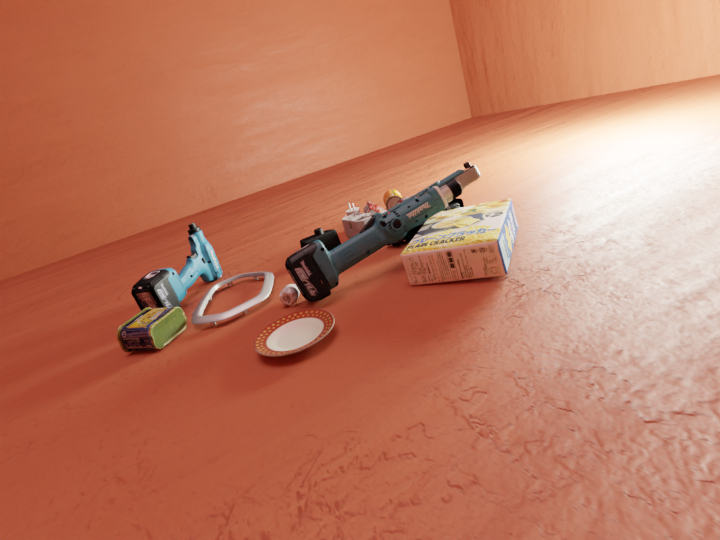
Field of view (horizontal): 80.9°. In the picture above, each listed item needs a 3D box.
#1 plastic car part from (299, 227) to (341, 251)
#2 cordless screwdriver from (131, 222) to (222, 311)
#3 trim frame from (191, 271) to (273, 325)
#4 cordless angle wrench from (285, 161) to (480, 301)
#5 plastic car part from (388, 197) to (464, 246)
[{"bbox_3d":[-0.100,-0.065,1.023,0.114,0.069,0.069,-27,22,-19],"label":"plastic car part"},{"bbox_3d":[-0.435,-0.005,1.015,0.077,0.155,0.248,-10,22,22],"label":"cordless screwdriver"},{"bbox_3d":[-0.276,0.055,0.916,0.184,0.027,0.255,-17,22,-1],"label":"trim frame"},{"bbox_3d":[0.058,-0.087,0.803,0.419,0.097,0.075,-32,5,-10],"label":"cordless angle wrench"},{"bbox_3d":[0.153,-0.106,0.933,0.200,0.064,0.070,-22,28,-13],"label":"plastic car part"}]
